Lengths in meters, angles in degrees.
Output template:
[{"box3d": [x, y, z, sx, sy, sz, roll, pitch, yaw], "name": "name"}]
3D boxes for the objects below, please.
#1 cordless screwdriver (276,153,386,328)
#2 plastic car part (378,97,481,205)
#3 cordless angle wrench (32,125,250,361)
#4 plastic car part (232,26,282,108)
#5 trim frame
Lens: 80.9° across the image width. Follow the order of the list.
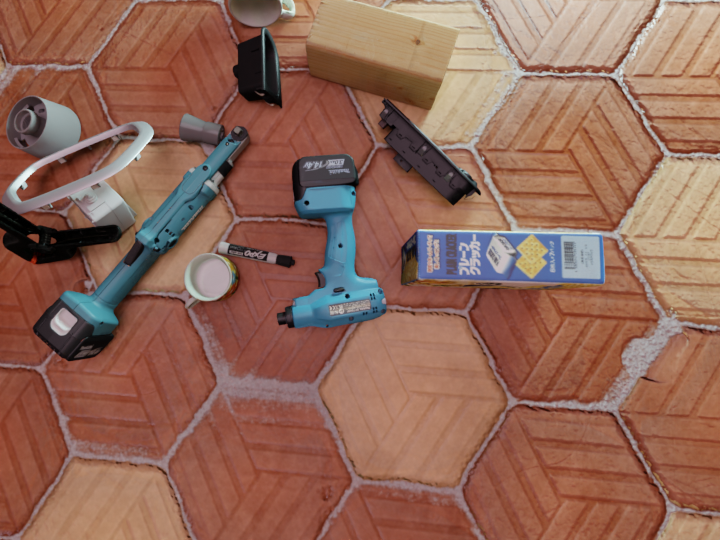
[{"box3d": [-0.061, -0.040, 0.626, 0.158, 0.074, 0.250, -10, 86, -5], "name": "cordless screwdriver"}, {"box3d": [0.097, -0.172, 0.641, 0.206, 0.065, 0.067, 42, 97, 7], "name": "plastic car part"}, {"box3d": [-0.310, -0.056, 0.649, 0.075, 0.097, 0.422, 37, 83, 3], "name": "cordless angle wrench"}, {"box3d": [-0.171, -0.323, 0.684, 0.072, 0.064, 0.118, -10, 80, 15], "name": "plastic car part"}, {"box3d": [-0.426, -0.159, 0.640, 0.249, 0.026, 0.193, -24, 46, 1], "name": "trim frame"}]
